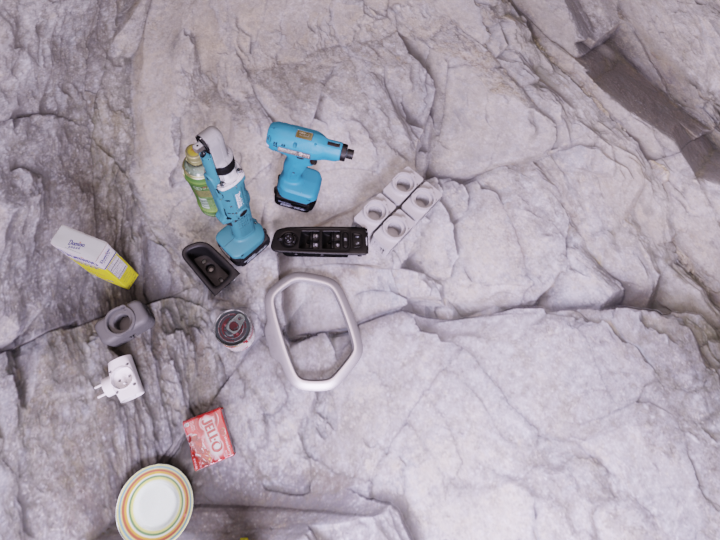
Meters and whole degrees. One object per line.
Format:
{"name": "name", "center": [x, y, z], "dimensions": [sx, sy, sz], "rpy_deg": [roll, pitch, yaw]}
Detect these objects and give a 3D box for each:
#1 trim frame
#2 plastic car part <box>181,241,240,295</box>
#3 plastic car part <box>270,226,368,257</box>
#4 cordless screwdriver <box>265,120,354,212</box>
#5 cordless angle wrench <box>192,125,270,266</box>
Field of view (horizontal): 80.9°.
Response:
{"name": "trim frame", "center": [-0.101, 0.118, 0.859], "dimensions": [0.182, 0.027, 0.255], "rpy_deg": [-19, 73, -10]}
{"name": "plastic car part", "center": [-0.307, -0.005, 0.868], "dimensions": [0.119, 0.070, 0.065], "rpy_deg": [44, 73, 10]}
{"name": "plastic car part", "center": [-0.088, -0.058, 0.902], "dimensions": [0.202, 0.066, 0.067], "rpy_deg": [2, 72, -3]}
{"name": "cordless screwdriver", "center": [-0.104, -0.200, 0.857], "dimensions": [0.159, 0.246, 0.075], "rpy_deg": [15, 72, -2]}
{"name": "cordless angle wrench", "center": [-0.220, -0.115, 0.728], "dimensions": [0.076, 0.419, 0.097], "rpy_deg": [45, 72, 6]}
